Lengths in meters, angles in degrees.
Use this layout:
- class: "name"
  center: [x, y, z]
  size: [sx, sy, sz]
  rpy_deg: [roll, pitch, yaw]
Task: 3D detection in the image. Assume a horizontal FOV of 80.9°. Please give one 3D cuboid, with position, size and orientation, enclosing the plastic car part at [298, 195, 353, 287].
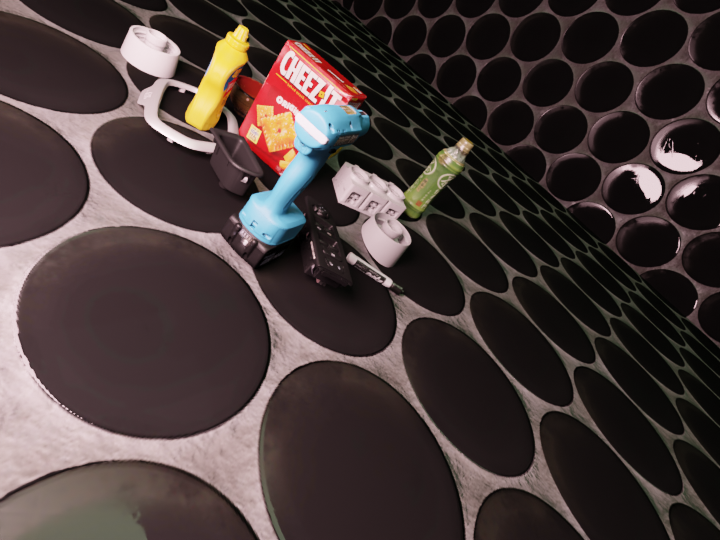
- class: "plastic car part"
  center: [-0.066, -0.043, 0.678]
  size: [0.063, 0.067, 0.211]
  rpy_deg: [21, 35, -28]

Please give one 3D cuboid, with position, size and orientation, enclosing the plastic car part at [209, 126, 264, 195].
- class: "plastic car part"
  center: [-0.210, -0.168, 0.689]
  size: [0.063, 0.071, 0.122]
  rpy_deg: [4, 46, -45]

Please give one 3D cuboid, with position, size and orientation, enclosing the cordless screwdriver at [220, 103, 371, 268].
- class: "cordless screwdriver"
  center: [-0.082, -0.120, 0.586]
  size: [0.075, 0.250, 0.156]
  rpy_deg: [45, 31, 4]

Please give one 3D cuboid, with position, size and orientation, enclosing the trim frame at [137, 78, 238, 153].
- class: "trim frame"
  center: [-0.312, -0.286, 0.782]
  size: [0.176, 0.028, 0.259]
  rpy_deg: [18, 36, -30]
